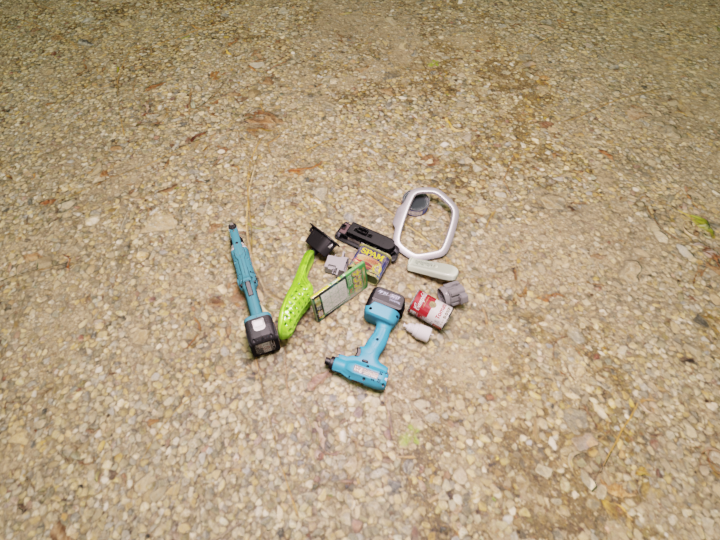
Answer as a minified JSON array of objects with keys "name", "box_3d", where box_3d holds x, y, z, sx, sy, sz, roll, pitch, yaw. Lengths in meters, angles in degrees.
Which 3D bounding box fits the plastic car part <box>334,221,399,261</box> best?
[{"name":"plastic car part","box_3d":[0.024,-0.096,1.251,0.210,0.065,0.066,27,57,18]}]

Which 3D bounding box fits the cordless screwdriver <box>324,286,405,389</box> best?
[{"name":"cordless screwdriver","box_3d":[0.017,0.163,1.084,0.163,0.072,0.251,15,63,10]}]

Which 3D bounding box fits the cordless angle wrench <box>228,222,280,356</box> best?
[{"name":"cordless angle wrench","box_3d":[-0.314,0.029,1.175,0.073,0.095,0.443,-17,55,-12]}]

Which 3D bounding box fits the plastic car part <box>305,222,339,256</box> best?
[{"name":"plastic car part","box_3d":[-0.121,-0.079,1.234,0.071,0.062,0.123,-49,41,1]}]

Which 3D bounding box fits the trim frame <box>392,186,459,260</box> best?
[{"name":"trim frame","box_3d":[0.194,-0.142,1.275,0.187,0.027,0.250,17,74,9]}]
